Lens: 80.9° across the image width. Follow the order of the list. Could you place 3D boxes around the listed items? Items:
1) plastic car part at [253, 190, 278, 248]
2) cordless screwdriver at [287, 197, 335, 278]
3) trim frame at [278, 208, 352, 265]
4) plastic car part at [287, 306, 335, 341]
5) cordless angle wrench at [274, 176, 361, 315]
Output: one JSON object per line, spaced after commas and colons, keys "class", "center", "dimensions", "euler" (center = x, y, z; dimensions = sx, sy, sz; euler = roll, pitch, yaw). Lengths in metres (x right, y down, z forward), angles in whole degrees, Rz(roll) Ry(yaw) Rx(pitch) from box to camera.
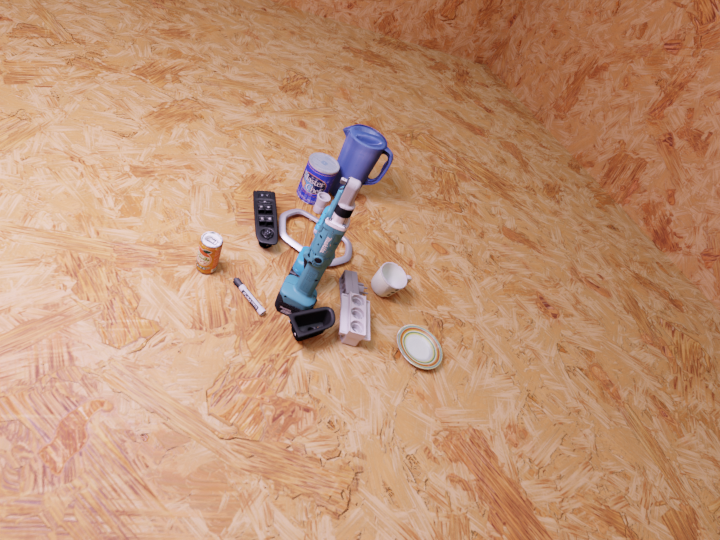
{"class": "plastic car part", "center": [-0.276, -0.142, 1.211], "dimensions": [0.064, 0.067, 0.211], "euler": [5, 47, -24]}
{"class": "cordless screwdriver", "center": [-0.107, -0.070, 1.089], "dimensions": [0.074, 0.247, 0.161], "euler": [26, 43, -6]}
{"class": "trim frame", "center": [-0.136, -0.100, 1.267], "dimensions": [0.251, 0.027, 0.183], "euler": [30, 43, 5]}
{"class": "plastic car part", "center": [-0.119, 0.135, 1.015], "dimensions": [0.112, 0.070, 0.069], "euler": [-9, 55, -33]}
{"class": "cordless angle wrench", "center": [-0.090, -0.038, 0.940], "dimensions": [0.097, 0.421, 0.075], "euler": [26, 43, -6]}
